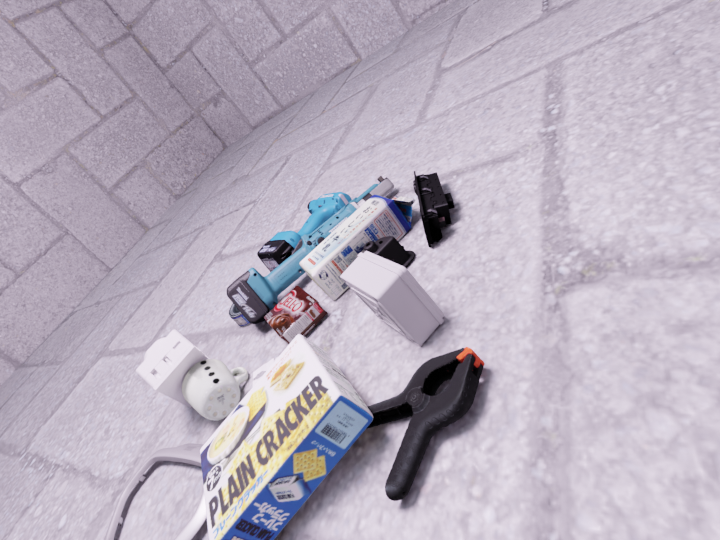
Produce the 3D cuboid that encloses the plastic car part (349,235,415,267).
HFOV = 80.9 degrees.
[{"bbox_3d":[0.026,-0.014,0.709,0.116,0.068,0.069,-47,29,-7],"label":"plastic car part"}]

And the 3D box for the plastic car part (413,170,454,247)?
[{"bbox_3d":[0.128,-0.128,0.758,0.068,0.063,0.209,-22,32,12],"label":"plastic car part"}]

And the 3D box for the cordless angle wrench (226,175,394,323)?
[{"bbox_3d":[-0.086,-0.057,0.884,0.420,0.099,0.074,-41,-3,-12],"label":"cordless angle wrench"}]

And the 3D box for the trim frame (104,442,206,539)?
[{"bbox_3d":[-0.296,0.345,0.631,0.257,0.026,0.186,-17,37,37],"label":"trim frame"}]

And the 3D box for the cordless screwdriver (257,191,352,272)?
[{"bbox_3d":[-0.142,-0.096,1.016,0.167,0.071,0.247,4,47,52],"label":"cordless screwdriver"}]
